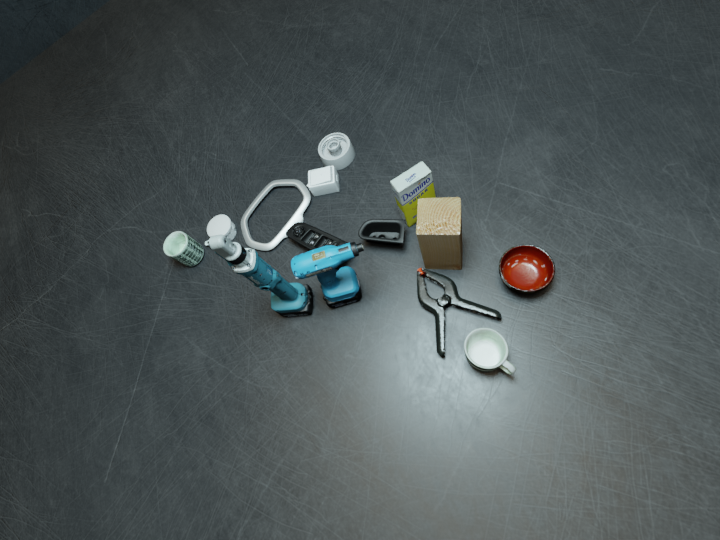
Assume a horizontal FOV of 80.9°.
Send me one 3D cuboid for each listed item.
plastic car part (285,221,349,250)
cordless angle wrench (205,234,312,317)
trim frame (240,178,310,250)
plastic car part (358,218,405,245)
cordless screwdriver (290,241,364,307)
[{"bbox_3d":[-0.112,-0.073,1.149,0.213,0.064,0.066,28,78,27],"label":"plastic car part"},{"bbox_3d":[-0.215,0.016,0.951,0.100,0.404,0.076,-7,67,12],"label":"cordless angle wrench"},{"bbox_3d":[-0.255,-0.170,1.261,0.193,0.026,0.248,33,81,28],"label":"trim frame"},{"bbox_3d":[0.059,-0.092,1.096,0.120,0.068,0.067,4,69,19],"label":"plastic car part"},{"bbox_3d":[-0.047,0.008,0.992,0.161,0.237,0.077,-17,65,9],"label":"cordless screwdriver"}]
